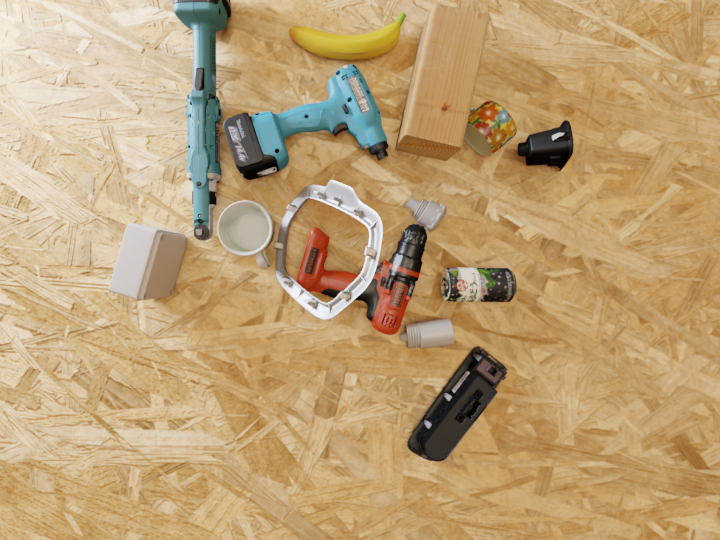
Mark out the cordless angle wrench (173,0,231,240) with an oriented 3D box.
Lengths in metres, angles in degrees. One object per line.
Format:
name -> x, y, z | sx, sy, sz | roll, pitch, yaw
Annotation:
cordless angle wrench -> -0.256, -0.260, 0.689 | 0.074, 0.098, 0.422 | 0, 92, -2

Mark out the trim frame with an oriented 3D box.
trim frame -> -0.060, -0.039, 0.615 | 0.026, 0.263, 0.184 | 20, 99, -39

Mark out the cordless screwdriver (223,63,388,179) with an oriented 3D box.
cordless screwdriver -> -0.085, -0.215, 0.686 | 0.248, 0.074, 0.160 | -24, 89, -4

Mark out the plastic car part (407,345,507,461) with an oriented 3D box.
plastic car part -> 0.158, 0.224, 0.670 | 0.065, 0.068, 0.203 | 38, 92, -8

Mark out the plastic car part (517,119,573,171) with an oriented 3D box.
plastic car part -> 0.285, -0.193, 0.661 | 0.073, 0.112, 0.066 | -5, 91, 22
